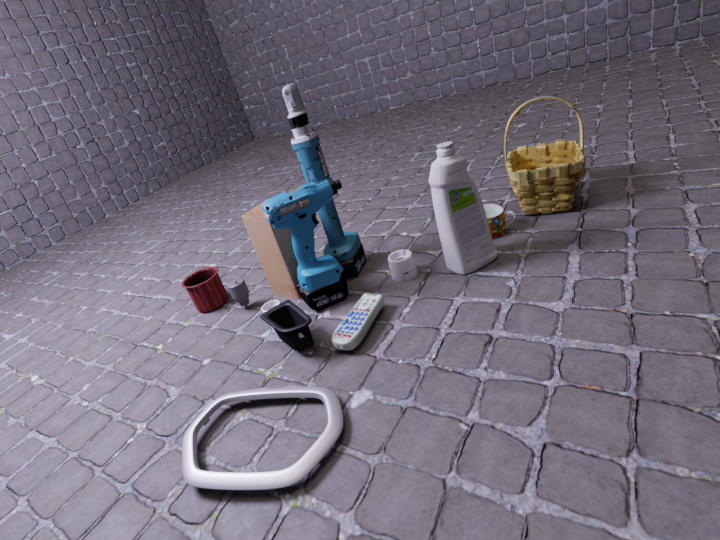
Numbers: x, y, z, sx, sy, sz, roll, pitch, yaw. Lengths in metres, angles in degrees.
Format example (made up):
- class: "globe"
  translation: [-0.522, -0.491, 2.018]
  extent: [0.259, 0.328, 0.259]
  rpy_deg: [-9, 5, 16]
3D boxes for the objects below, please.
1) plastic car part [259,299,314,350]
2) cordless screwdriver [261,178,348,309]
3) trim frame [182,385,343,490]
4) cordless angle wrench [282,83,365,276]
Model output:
- class: "plastic car part"
  translation: [-0.123, 0.109, 0.765]
  extent: [0.065, 0.068, 0.123]
  rpy_deg: [-30, 29, -23]
- class: "cordless screwdriver"
  translation: [-0.083, -0.054, 0.851]
  extent: [0.157, 0.240, 0.078]
  rpy_deg: [-23, 25, -11]
- class: "trim frame"
  translation: [-0.143, 0.229, 0.606]
  extent: [0.254, 0.026, 0.186]
  rpy_deg: [-11, 28, 16]
- class: "cordless angle wrench"
  translation: [-0.085, -0.181, 0.899]
  extent: [0.077, 0.409, 0.098]
  rpy_deg: [-6, 26, 24]
